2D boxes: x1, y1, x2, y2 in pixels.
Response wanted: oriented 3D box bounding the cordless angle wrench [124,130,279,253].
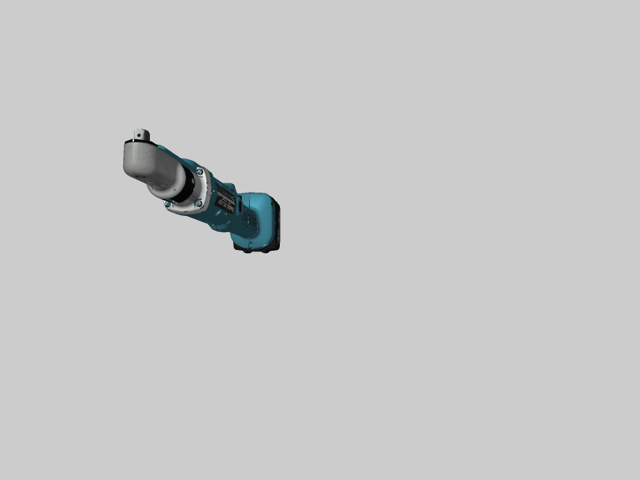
[{"bbox_3d":[-0.129,-0.044,0.552,0.074,0.098,0.423,-1,-6,6],"label":"cordless angle wrench"}]
